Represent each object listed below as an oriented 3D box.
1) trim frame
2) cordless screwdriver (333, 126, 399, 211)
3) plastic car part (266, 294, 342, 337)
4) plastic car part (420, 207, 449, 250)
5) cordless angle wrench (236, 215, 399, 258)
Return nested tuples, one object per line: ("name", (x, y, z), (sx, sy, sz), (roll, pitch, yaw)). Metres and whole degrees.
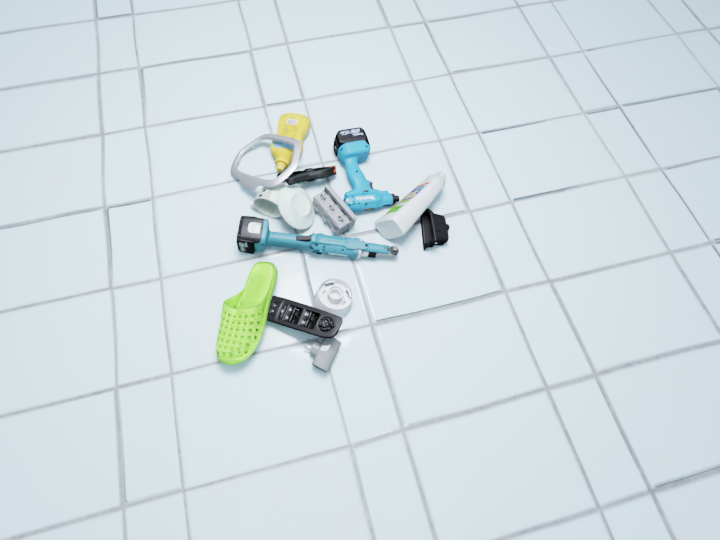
("trim frame", (-0.267, -0.307, 1.185), (0.262, 0.026, 0.184), (23, 73, 34))
("cordless screwdriver", (0.012, -0.288, 1.216), (0.156, 0.074, 0.255), (-8, 71, -12))
("plastic car part", (-0.136, 0.123, 1.027), (0.212, 0.064, 0.066), (11, 59, 28))
("plastic car part", (0.209, -0.115, 1.159), (0.069, 0.066, 0.119), (9, 63, -17))
("cordless angle wrench", (-0.109, -0.071, 1.118), (0.420, 0.097, 0.076), (7, 68, -4))
